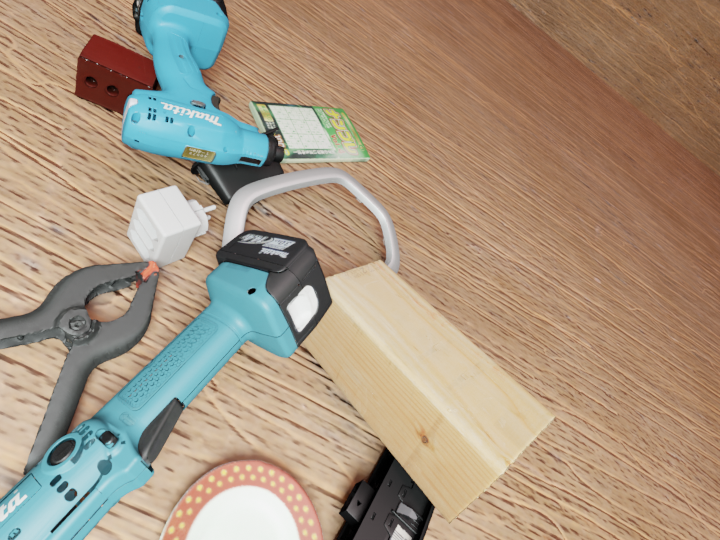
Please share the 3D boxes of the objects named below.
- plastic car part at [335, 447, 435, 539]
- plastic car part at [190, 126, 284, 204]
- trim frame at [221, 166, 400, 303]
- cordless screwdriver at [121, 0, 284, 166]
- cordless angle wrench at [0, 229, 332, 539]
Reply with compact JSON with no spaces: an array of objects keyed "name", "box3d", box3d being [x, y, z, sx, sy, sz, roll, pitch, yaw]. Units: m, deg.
[{"name":"plastic car part","box3d":[0.025,0.207,0.369,0.069,0.066,0.199,36,43,13]},{"name":"plastic car part","box3d":[-0.137,-0.113,0.500,0.070,0.068,0.115,56,48,-10]},{"name":"trim frame","box3d":[-0.048,-0.032,0.495,0.240,0.028,0.186,-23,83,-39]},{"name":"cordless screwdriver","box3d":[-0.172,-0.220,0.466,0.152,0.075,0.257,5,58,-34]},{"name":"cordless angle wrench","box3d":[-0.170,0.127,0.267,0.420,0.103,0.071,-51,138,-36]}]
